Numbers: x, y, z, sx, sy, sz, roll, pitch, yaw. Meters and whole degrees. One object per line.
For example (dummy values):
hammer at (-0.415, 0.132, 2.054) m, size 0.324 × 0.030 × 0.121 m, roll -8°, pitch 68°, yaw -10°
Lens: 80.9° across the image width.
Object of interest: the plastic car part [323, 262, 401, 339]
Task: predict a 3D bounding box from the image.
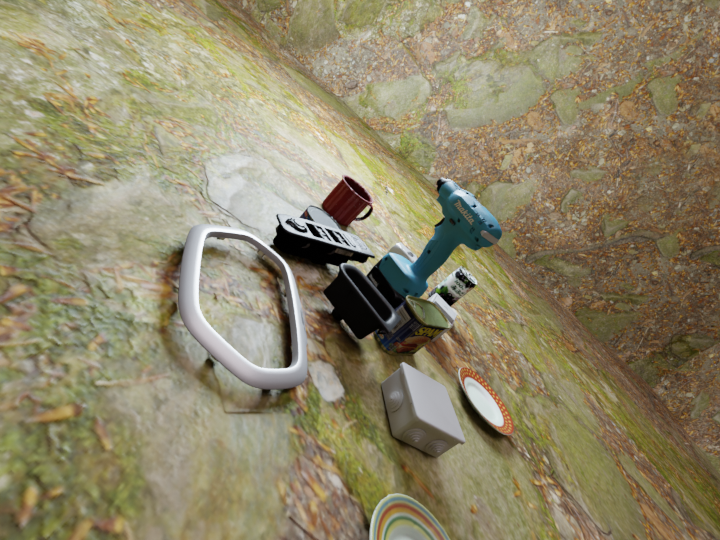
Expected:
plastic car part at (-0.007, 0.053, 0.623) m, size 0.119 × 0.071 × 0.064 m, roll 48°, pitch 22°, yaw 10°

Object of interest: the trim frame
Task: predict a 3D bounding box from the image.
trim frame at (-0.132, 0.032, 0.506) m, size 0.175 × 0.028 × 0.260 m, roll 28°, pitch 26°, yaw -33°

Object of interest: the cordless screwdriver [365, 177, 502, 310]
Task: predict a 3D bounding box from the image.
cordless screwdriver at (0.110, -0.042, 0.757) m, size 0.070 × 0.250 × 0.167 m, roll 23°, pitch 30°, yaw -43°

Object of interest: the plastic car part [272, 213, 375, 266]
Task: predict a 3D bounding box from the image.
plastic car part at (-0.069, -0.045, 0.703) m, size 0.192 × 0.067 × 0.070 m, roll 19°, pitch 33°, yaw -46°
